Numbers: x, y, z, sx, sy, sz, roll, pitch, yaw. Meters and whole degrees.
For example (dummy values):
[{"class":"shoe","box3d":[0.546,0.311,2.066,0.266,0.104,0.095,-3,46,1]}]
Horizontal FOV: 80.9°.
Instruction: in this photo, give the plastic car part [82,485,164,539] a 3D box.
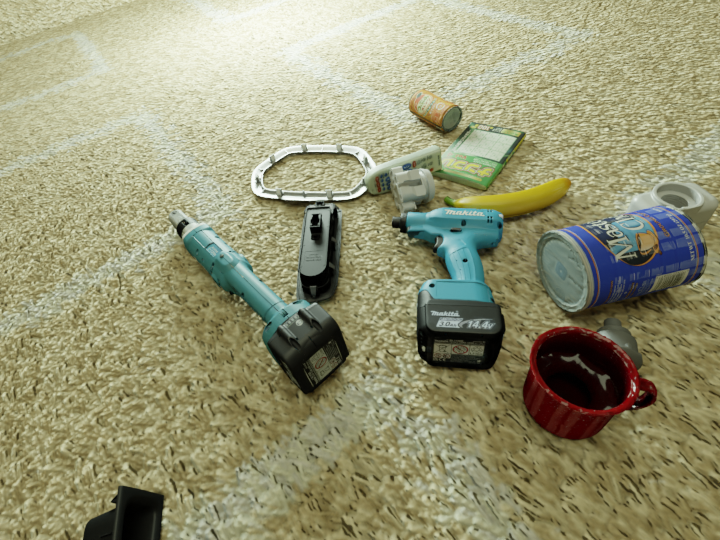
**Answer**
[{"class":"plastic car part","box3d":[-0.238,0.280,0.402,0.072,0.062,0.121,-21,50,11]}]

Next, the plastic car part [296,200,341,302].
[{"class":"plastic car part","box3d":[-0.064,-0.042,0.652,0.066,0.065,0.209,0,51,0]}]

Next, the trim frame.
[{"class":"trim frame","box3d":[-0.091,-0.189,0.810,0.255,0.026,0.187,5,51,13]}]

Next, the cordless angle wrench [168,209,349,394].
[{"class":"cordless angle wrench","box3d":[-0.188,0.003,0.618,0.073,0.093,0.448,-39,50,-20]}]

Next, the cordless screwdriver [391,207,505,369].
[{"class":"cordless screwdriver","box3d":[0.109,0.003,0.568,0.163,0.071,0.252,3,46,14]}]
